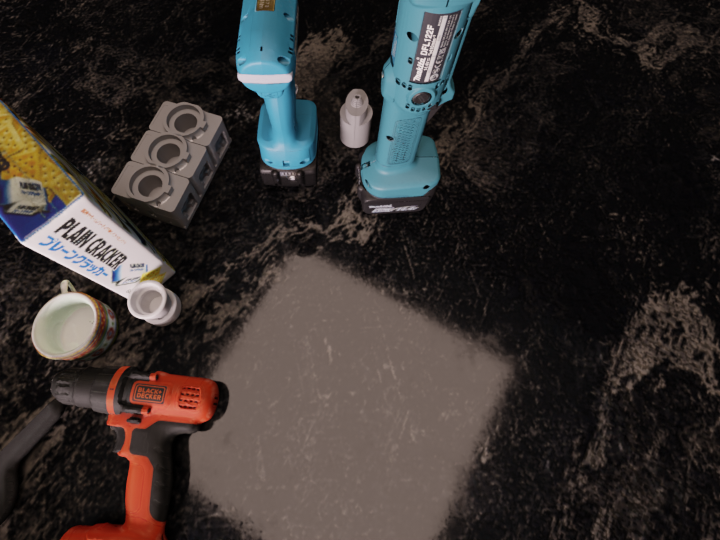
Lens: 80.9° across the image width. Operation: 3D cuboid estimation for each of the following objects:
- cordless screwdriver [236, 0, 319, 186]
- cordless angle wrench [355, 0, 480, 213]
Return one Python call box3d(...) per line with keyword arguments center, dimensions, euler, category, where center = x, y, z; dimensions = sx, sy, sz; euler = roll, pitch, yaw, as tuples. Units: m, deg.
box3d(center=(-0.088, -0.211, 0.487), dimensions=(0.074, 0.244, 0.162), euler=(1, 71, -2), category="cordless screwdriver")
box3d(center=(0.053, -0.173, 0.376), dimensions=(0.098, 0.414, 0.076), euler=(-3, 72, -4), category="cordless angle wrench")
